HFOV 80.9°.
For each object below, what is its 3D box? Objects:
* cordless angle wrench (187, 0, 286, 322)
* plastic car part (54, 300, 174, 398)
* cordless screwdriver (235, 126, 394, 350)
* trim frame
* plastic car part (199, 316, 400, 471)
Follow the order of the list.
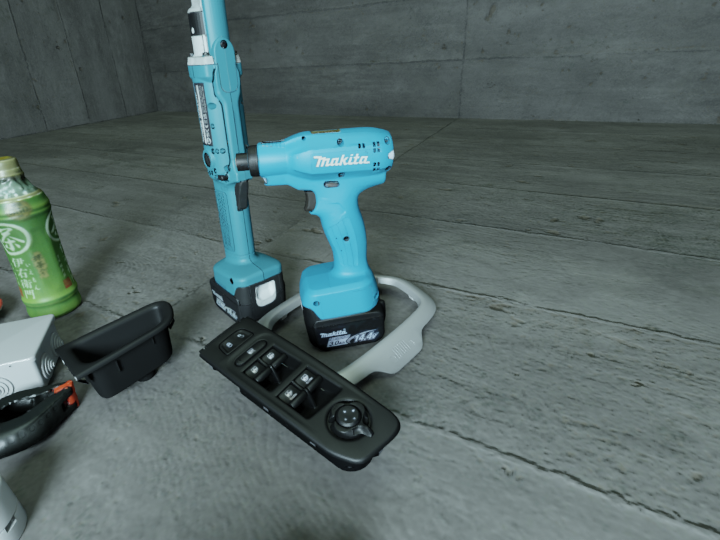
[{"bbox_3d":[-0.157,-0.135,0.505,0.072,0.412,0.104,-22,32,-37],"label":"cordless angle wrench"},{"bbox_3d":[-0.247,0.091,0.454,0.070,0.069,0.113,20,35,37],"label":"plastic car part"},{"bbox_3d":[-0.047,-0.030,0.476,0.158,0.242,0.077,-4,26,-5],"label":"cordless screwdriver"},{"bbox_3d":[-0.017,0.065,0.523,0.194,0.027,0.242,20,36,37],"label":"trim frame"},{"bbox_3d":[-0.062,0.117,0.388,0.214,0.065,0.064,19,33,36],"label":"plastic car part"}]
